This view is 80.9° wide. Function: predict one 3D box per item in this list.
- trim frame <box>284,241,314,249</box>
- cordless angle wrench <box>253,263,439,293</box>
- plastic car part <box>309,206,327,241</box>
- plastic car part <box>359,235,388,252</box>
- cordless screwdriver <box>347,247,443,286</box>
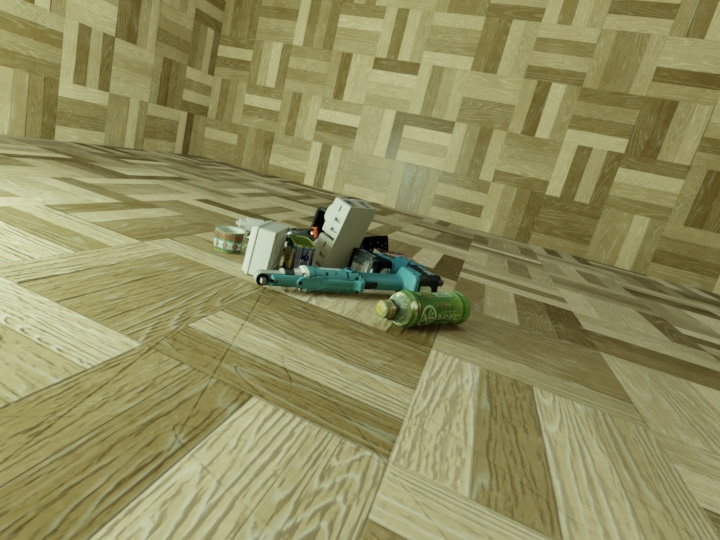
[{"bbox_3d":[-0.117,-0.076,1.192,0.192,0.027,0.238,-6,3,38],"label":"trim frame"},{"bbox_3d":[-0.026,0.023,0.921,0.407,0.073,0.103,4,17,-24],"label":"cordless angle wrench"},{"bbox_3d":[-0.127,-0.142,1.387,0.067,0.117,0.069,15,-10,7],"label":"plastic car part"},{"bbox_3d":[0.020,-0.079,1.354,0.070,0.066,0.195,10,11,30],"label":"plastic car part"},{"bbox_3d":[0.093,0.003,1.091,0.168,0.074,0.236,26,15,40],"label":"cordless screwdriver"}]
